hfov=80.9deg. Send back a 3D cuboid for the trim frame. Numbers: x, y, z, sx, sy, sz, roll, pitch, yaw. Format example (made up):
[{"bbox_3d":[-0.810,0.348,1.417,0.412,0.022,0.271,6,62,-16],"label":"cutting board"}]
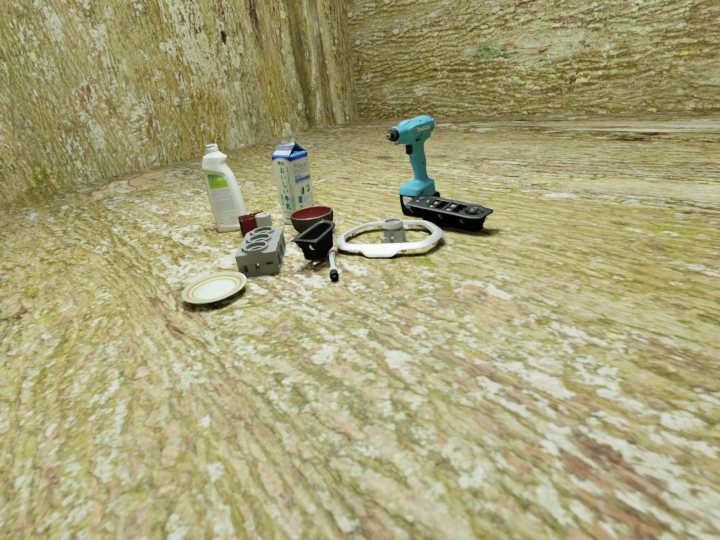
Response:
[{"bbox_3d":[0.063,-0.077,0.977,0.257,0.027,0.183,1,26,20],"label":"trim frame"}]

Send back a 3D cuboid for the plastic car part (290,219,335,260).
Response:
[{"bbox_3d":[-0.092,-0.060,0.945,0.069,0.069,0.114,6,28,29],"label":"plastic car part"}]

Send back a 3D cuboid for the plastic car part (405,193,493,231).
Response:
[{"bbox_3d":[0.207,-0.132,0.998,0.214,0.065,0.064,16,33,43],"label":"plastic car part"}]

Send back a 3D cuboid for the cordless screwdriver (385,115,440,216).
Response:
[{"bbox_3d":[0.132,-0.262,1.091,0.155,0.242,0.078,-26,28,-37],"label":"cordless screwdriver"}]
